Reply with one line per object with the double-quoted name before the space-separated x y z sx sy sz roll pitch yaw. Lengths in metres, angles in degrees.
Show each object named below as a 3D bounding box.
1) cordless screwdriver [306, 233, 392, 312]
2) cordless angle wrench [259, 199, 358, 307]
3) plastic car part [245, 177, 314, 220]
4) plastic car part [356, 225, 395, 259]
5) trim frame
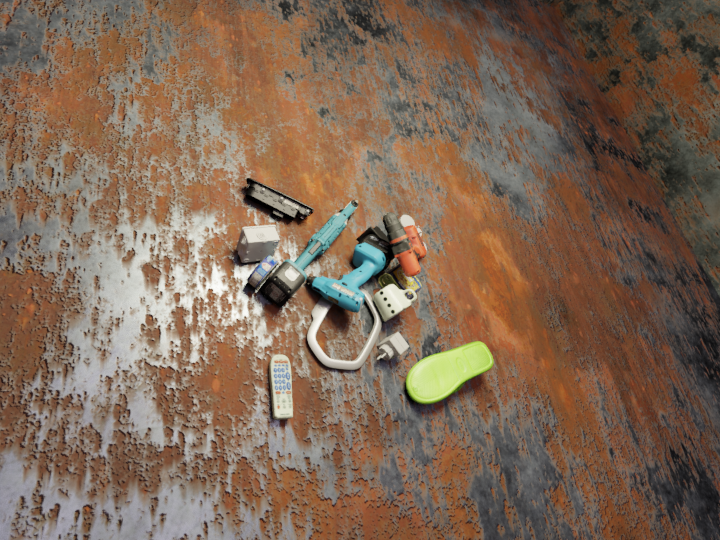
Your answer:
"cordless screwdriver" -0.023 -0.004 1.142 0.165 0.072 0.247 23 47 18
"cordless angle wrench" -0.112 -0.073 1.147 0.074 0.099 0.420 41 49 -5
"plastic car part" -0.233 -0.187 1.166 0.199 0.067 0.067 30 81 -11
"plastic car part" 0.059 -0.085 1.255 0.116 0.067 0.070 44 39 -4
"trim frame" -0.039 0.141 1.097 0.182 0.028 0.248 36 55 -6
